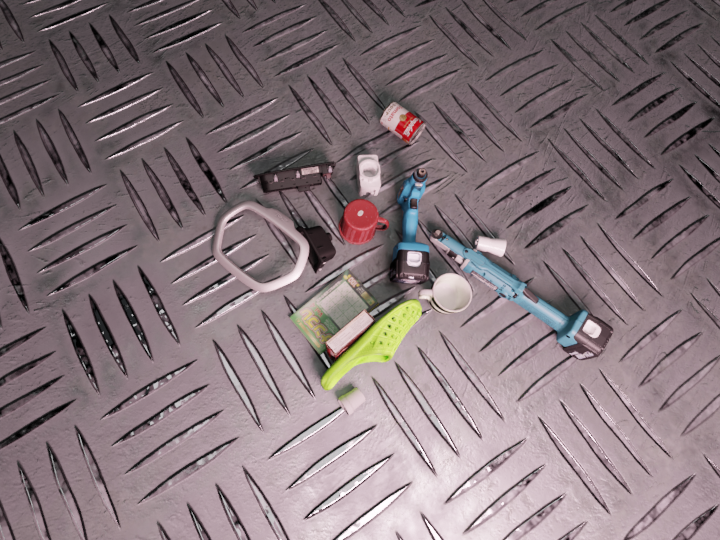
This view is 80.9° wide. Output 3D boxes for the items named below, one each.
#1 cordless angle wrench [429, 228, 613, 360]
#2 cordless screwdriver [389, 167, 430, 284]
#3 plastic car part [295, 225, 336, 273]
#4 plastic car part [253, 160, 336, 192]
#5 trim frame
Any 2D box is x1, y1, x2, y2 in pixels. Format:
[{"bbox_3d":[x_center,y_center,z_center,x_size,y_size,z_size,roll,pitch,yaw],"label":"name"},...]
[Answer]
[{"bbox_3d":[0.337,0.036,0.957,0.435,0.095,0.074,36,73,14],"label":"cordless angle wrench"},{"bbox_3d":[0.118,-0.099,0.955,0.074,0.157,0.252,5,73,-5],"label":"cordless screwdriver"},{"bbox_3d":[-0.097,-0.063,0.992,0.069,0.066,0.120,-17,69,-25],"label":"plastic car part"},{"bbox_3d":[-0.161,-0.226,1.046,0.201,0.067,0.066,-6,99,-6],"label":"plastic car part"},{"bbox_3d":[-0.235,-0.060,0.981,0.257,0.026,0.184,34,84,18],"label":"trim frame"}]
